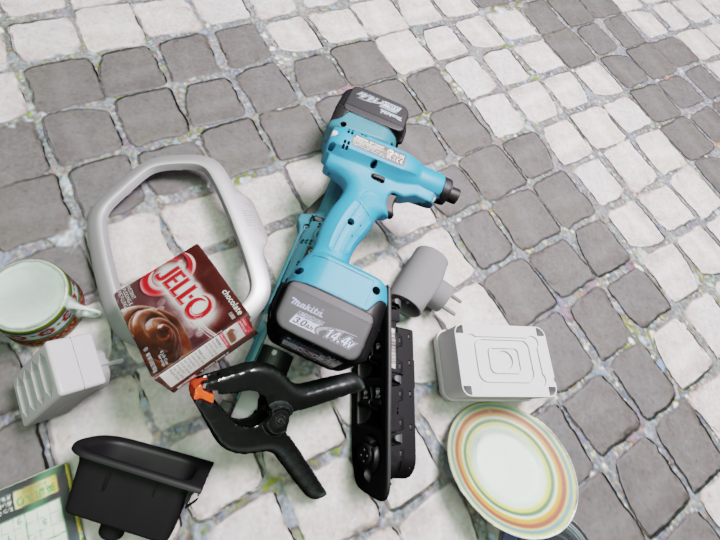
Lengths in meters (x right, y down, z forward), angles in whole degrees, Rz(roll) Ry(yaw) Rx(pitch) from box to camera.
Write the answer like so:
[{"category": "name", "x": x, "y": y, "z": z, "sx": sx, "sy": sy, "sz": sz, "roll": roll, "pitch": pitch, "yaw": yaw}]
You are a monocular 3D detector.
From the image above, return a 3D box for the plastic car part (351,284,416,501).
[{"category": "plastic car part", "x": 0.025, "y": 0.124, "z": 0.445, "sx": 0.064, "sy": 0.068, "sz": 0.207, "roll": 24, "pitch": 59, "yaw": -33}]

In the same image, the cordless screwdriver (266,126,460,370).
[{"category": "cordless screwdriver", "x": 0.010, "y": -0.024, "z": 0.430, "sx": 0.158, "sy": 0.074, "sz": 0.251, "roll": 20, "pitch": 65, "yaw": -5}]

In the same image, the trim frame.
[{"category": "trim frame", "x": -0.196, "y": -0.028, "z": 0.462, "sx": 0.182, "sy": 0.027, "sz": 0.258, "roll": -24, "pitch": 66, "yaw": -11}]

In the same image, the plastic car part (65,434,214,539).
[{"category": "plastic car part", "x": -0.197, "y": 0.194, "z": 0.367, "sx": 0.116, "sy": 0.066, "sz": 0.071, "roll": 14, "pitch": 79, "yaw": -4}]

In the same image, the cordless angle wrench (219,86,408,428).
[{"category": "cordless angle wrench", "x": -0.048, "y": -0.031, "z": 0.491, "sx": 0.098, "sy": 0.074, "sz": 0.426, "roll": 22, "pitch": 66, "yaw": -4}]
